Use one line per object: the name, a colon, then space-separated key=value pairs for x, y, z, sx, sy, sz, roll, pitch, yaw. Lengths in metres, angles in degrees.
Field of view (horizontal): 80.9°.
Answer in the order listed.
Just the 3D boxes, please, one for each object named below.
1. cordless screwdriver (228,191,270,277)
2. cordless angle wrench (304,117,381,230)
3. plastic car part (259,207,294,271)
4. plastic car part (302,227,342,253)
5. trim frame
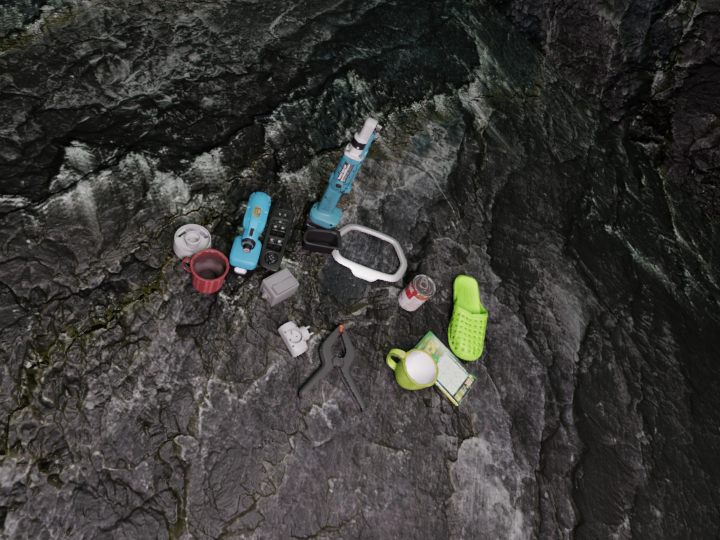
cordless screwdriver: x=-0.278 y=-0.060 z=1.038 sx=0.073 sy=0.248 sz=0.163 roll=16 pitch=54 yaw=-15
cordless angle wrench: x=-0.051 y=-0.242 z=1.136 sx=0.097 sy=0.422 sz=0.075 roll=27 pitch=53 yaw=-7
plastic car part: x=-0.239 y=-0.079 z=1.180 sx=0.065 sy=0.067 sz=0.208 roll=16 pitch=53 yaw=-13
plastic car part: x=-0.119 y=-0.078 z=1.220 sx=0.113 sy=0.071 sz=0.068 roll=6 pitch=57 yaw=-18
trim frame: x=0.026 y=-0.053 z=1.283 sx=0.246 sy=0.027 sz=0.187 roll=20 pitch=53 yaw=-6
